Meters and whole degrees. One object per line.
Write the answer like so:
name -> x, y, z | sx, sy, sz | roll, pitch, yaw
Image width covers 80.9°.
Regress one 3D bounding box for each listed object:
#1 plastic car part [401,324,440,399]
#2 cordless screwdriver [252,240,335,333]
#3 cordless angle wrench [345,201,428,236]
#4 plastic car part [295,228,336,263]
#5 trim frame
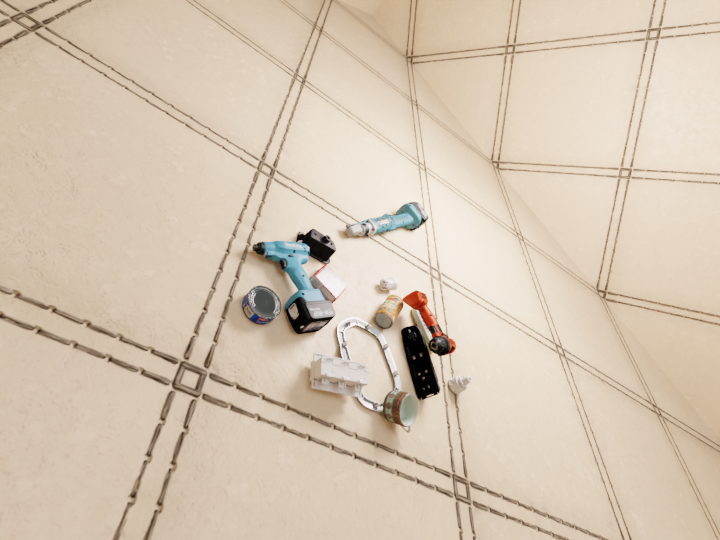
plastic car part -> 0.169, 0.245, 1.156 | 0.063, 0.067, 0.211 | 22, 41, -44
cordless screwdriver -> -0.168, 0.029, 1.034 | 0.151, 0.075, 0.260 | 5, 48, -41
cordless angle wrench -> 0.090, -0.165, 1.469 | 0.407, 0.075, 0.100 | -20, 71, -48
plastic car part -> -0.116, -0.076, 1.183 | 0.113, 0.071, 0.067 | 29, 42, -18
trim frame -> 0.023, 0.229, 1.062 | 0.175, 0.028, 0.258 | 7, 53, -39
